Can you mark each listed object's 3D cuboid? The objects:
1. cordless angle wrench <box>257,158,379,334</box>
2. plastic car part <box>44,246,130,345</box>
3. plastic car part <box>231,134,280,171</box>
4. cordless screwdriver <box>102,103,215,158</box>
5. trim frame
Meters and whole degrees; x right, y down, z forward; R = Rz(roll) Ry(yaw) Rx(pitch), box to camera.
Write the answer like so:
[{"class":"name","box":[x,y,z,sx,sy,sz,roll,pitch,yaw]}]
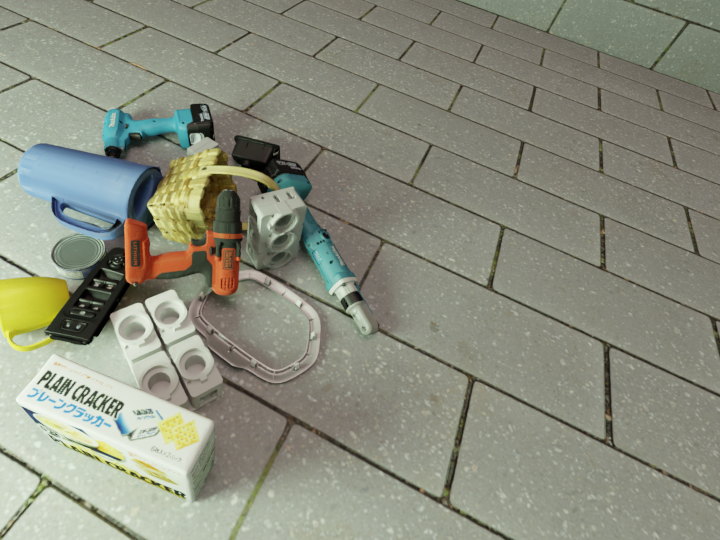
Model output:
[{"class":"cordless angle wrench","box":[-0.084,-0.055,0.856,0.093,0.075,0.441,-1,50,-47]},{"class":"plastic car part","box":[-0.423,0.044,0.698,0.066,0.065,0.208,6,45,-2]},{"class":"plastic car part","box":[-0.257,-0.272,1.014,0.117,0.065,0.072,14,63,2]},{"class":"cordless screwdriver","box":[-0.471,-0.321,0.994,0.244,0.073,0.166,-7,53,-14]},{"class":"trim frame","box":[-0.183,0.088,0.745,0.255,0.027,0.182,33,52,13]}]
